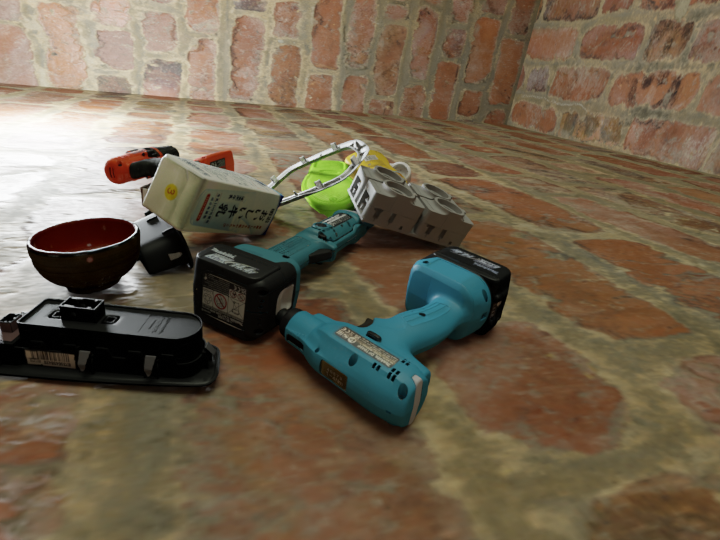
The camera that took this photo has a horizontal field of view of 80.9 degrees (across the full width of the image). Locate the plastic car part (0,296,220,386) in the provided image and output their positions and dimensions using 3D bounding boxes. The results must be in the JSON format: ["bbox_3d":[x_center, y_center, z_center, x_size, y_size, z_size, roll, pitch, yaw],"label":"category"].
[{"bbox_3d":[-0.220,0.058,0.369,0.202,0.066,0.067,9,17,-2],"label":"plastic car part"}]

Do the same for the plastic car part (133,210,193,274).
[{"bbox_3d":[-0.274,-0.035,0.556,0.069,0.064,0.123,-24,41,-25],"label":"plastic car part"}]

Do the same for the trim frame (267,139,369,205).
[{"bbox_3d":[-0.096,-0.174,0.769,0.257,0.026,0.186,-13,39,28],"label":"trim frame"}]

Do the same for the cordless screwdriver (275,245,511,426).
[{"bbox_3d":[0.043,0.043,0.447,0.168,0.072,0.241,25,35,33],"label":"cordless screwdriver"}]

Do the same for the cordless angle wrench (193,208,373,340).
[{"bbox_3d":[-0.058,-0.038,0.597,0.101,0.073,0.415,18,25,17],"label":"cordless angle wrench"}]
